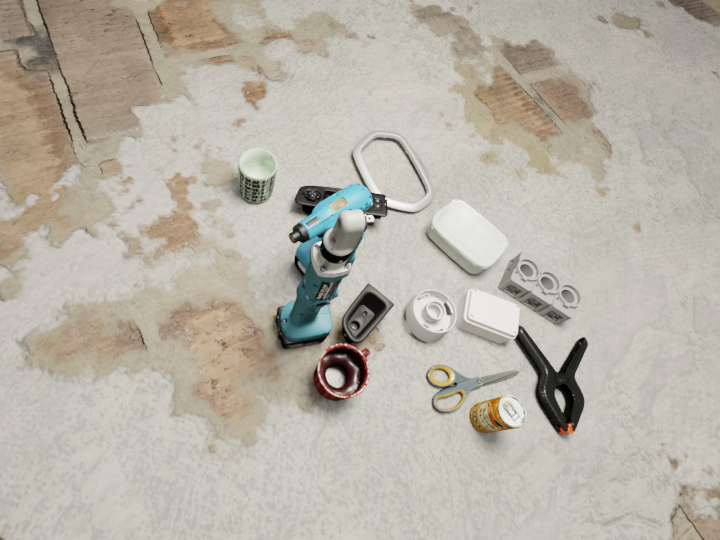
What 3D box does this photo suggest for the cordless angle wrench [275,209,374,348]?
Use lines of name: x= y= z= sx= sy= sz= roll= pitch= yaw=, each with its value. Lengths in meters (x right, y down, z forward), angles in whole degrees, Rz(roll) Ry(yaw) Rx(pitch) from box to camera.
cordless angle wrench: x=-0.064 y=0.027 z=0.645 sx=0.095 sy=0.420 sz=0.076 roll=-6 pitch=67 yaw=-19

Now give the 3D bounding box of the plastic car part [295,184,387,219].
plastic car part: x=-0.046 y=-0.147 z=0.942 sx=0.200 sy=0.066 sz=0.068 roll=9 pitch=62 yaw=-7

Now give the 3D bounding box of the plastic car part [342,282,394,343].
plastic car part: x=0.000 y=0.095 z=0.821 sx=0.067 sy=0.070 sz=0.115 roll=39 pitch=62 yaw=7

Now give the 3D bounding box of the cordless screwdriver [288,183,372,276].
cordless screwdriver: x=-0.076 y=-0.050 z=0.782 sx=0.156 sy=0.247 sz=0.076 roll=-35 pitch=79 yaw=-27

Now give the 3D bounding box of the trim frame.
trim frame: x=0.084 y=-0.249 z=1.044 sx=0.180 sy=0.027 sz=0.257 roll=-18 pitch=67 yaw=-19
